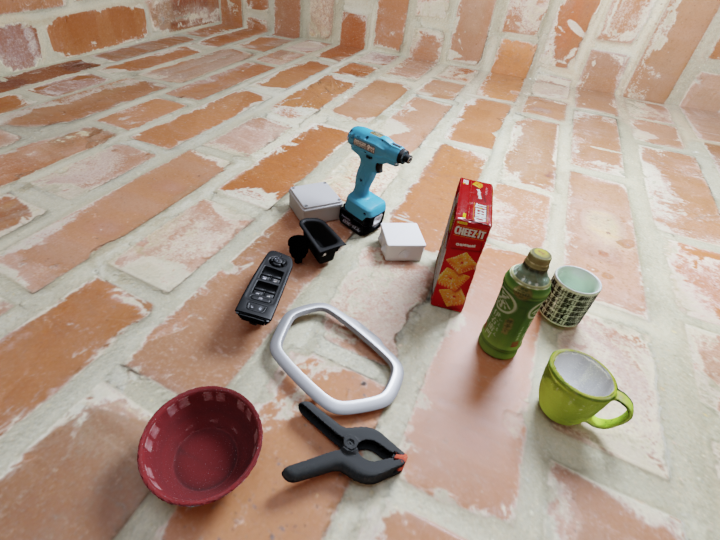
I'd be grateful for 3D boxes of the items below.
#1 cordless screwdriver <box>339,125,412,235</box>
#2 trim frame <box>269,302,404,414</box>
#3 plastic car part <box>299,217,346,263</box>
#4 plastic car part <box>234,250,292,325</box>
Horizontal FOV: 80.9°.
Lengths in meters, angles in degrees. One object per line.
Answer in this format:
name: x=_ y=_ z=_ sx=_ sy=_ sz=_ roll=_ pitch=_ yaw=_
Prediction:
cordless screwdriver: x=0.032 y=-0.194 z=0.975 sx=0.168 sy=0.242 sz=0.072 roll=35 pitch=46 yaw=30
trim frame: x=-0.043 y=0.144 z=0.731 sx=0.262 sy=0.027 sz=0.180 roll=33 pitch=48 yaw=30
plastic car part: x=-0.092 y=-0.060 z=0.939 sx=0.064 sy=0.069 sz=0.123 roll=-18 pitch=45 yaw=-27
plastic car part: x=-0.178 y=0.037 z=0.819 sx=0.067 sy=0.065 sz=0.207 roll=8 pitch=40 yaw=2
